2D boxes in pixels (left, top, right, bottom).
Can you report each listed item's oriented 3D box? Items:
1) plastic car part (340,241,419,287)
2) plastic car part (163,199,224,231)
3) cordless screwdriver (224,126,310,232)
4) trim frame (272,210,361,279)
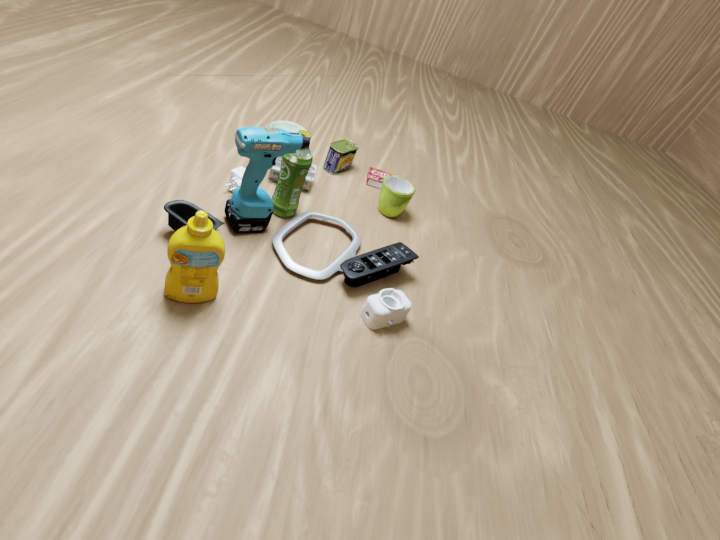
[{"bbox_3d":[0.034,-0.010,0.961,0.195,0.066,0.070,-16,53,-36],"label":"plastic car part"},{"bbox_3d":[-0.355,-0.092,0.883,0.119,0.070,0.065,30,39,10],"label":"plastic car part"},{"bbox_3d":[-0.209,-0.198,0.930,0.153,0.246,0.078,-7,49,-33],"label":"cordless screwdriver"},{"bbox_3d":[-0.097,-0.064,0.997,0.189,0.027,0.245,30,40,11],"label":"trim frame"}]
